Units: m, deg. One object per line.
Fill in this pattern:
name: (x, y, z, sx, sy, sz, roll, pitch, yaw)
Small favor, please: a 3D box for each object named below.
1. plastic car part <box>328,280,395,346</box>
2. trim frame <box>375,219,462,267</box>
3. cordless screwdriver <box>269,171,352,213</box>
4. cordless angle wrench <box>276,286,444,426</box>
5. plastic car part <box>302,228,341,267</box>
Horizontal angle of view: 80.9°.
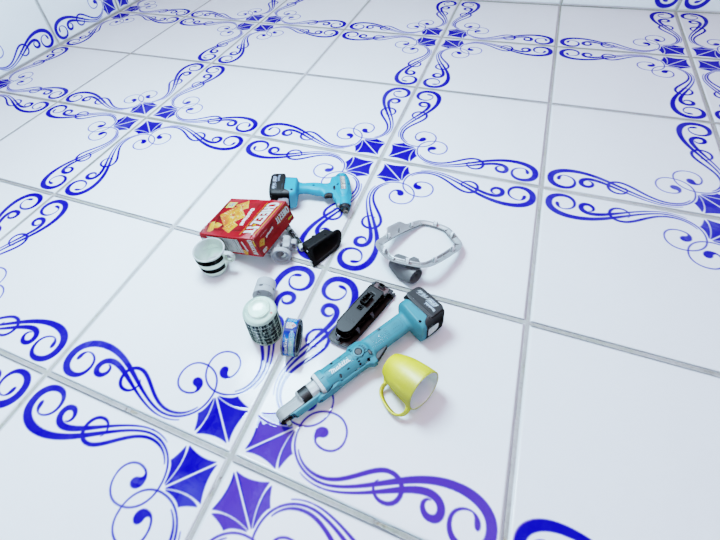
plastic car part: (0.005, 0.095, 0.997, 0.069, 0.065, 0.201, 33, 62, 19)
trim frame: (0.154, -0.078, 1.115, 0.242, 0.027, 0.195, -29, 45, -32)
cordless screwdriver: (-0.150, -0.227, 1.279, 0.248, 0.072, 0.165, -3, 49, -2)
cordless angle wrench: (-0.001, 0.188, 0.913, 0.417, 0.071, 0.103, -33, 55, -18)
plastic car part: (-0.113, -0.074, 1.157, 0.075, 0.063, 0.115, 23, 50, 38)
